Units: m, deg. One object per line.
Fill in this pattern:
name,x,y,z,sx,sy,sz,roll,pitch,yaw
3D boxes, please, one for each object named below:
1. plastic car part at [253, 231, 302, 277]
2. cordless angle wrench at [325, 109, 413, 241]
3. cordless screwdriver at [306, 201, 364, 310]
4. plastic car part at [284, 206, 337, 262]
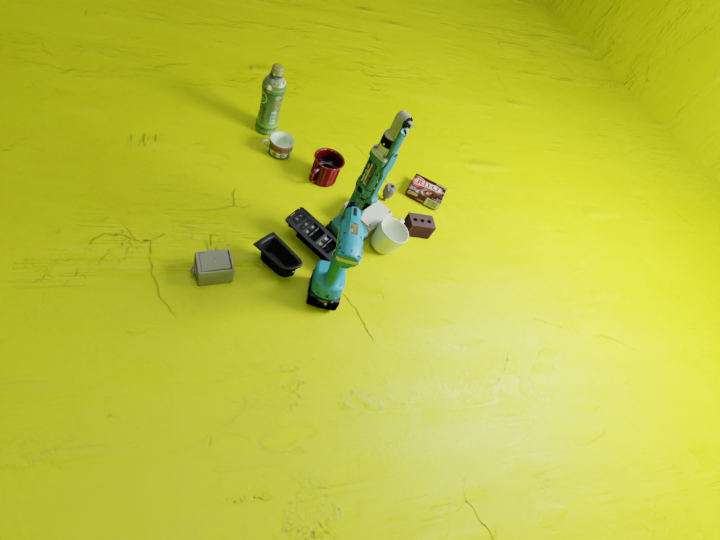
plastic car part,-0.198,-0.024,1.012,0.120,0.070,0.064,44,52,14
cordless angle wrench,0.018,-0.194,0.985,0.072,0.420,0.101,-24,69,-34
cordless screwdriver,-0.052,-0.027,0.948,0.073,0.247,0.163,15,52,-12
plastic car part,-0.105,-0.069,1.079,0.208,0.066,0.065,40,52,13
